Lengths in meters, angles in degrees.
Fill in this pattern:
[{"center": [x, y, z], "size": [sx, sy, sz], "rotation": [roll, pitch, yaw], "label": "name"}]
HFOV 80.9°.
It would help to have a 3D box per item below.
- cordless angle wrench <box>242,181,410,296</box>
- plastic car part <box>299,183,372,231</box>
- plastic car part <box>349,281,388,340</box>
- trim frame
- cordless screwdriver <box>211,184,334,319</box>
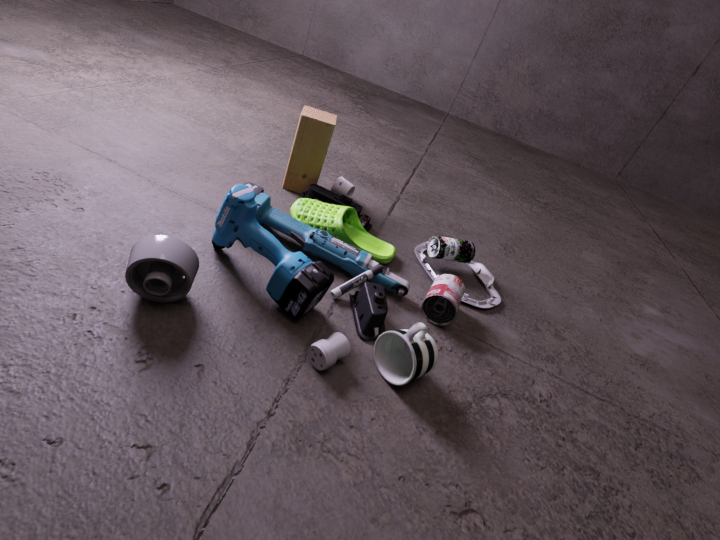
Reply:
[{"center": [-0.088, -0.058, 0.904], "size": [0.430, 0.073, 0.097], "rotation": [27, 34, 8], "label": "cordless angle wrench"}, {"center": [-0.063, -0.164, 1.078], "size": [0.208, 0.066, 0.066], "rotation": [25, 40, 12], "label": "plastic car part"}, {"center": [0.024, 0.065, 0.780], "size": [0.064, 0.070, 0.121], "rotation": [11, 32, -14], "label": "plastic car part"}, {"center": [0.233, 0.000, 1.018], "size": [0.177, 0.027, 0.261], "rotation": [4, 35, -24], "label": "trim frame"}, {"center": [-0.175, -0.021, 0.770], "size": [0.254, 0.160, 0.072], "rotation": [47, 40, 10], "label": "cordless screwdriver"}]
